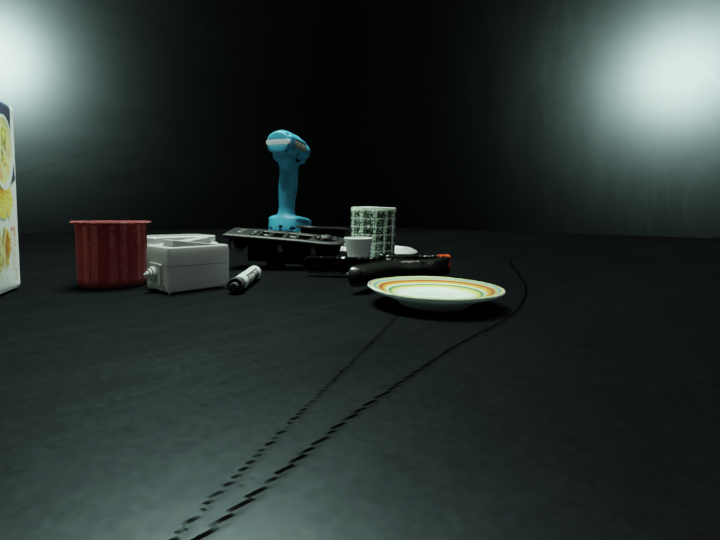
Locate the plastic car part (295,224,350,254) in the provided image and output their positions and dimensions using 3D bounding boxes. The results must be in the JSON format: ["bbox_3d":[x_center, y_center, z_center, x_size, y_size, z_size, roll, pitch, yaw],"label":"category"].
[{"bbox_3d":[-0.079,-0.051,0.804,0.069,0.070,0.112,4,8,33],"label":"plastic car part"}]

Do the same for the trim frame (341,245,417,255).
[{"bbox_3d":[0.003,-0.046,0.930,0.261,0.027,0.176,6,9,36],"label":"trim frame"}]

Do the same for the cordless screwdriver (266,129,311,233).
[{"bbox_3d":[-0.137,-0.148,0.858,0.076,0.247,0.156,2,5,14],"label":"cordless screwdriver"}]

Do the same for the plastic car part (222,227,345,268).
[{"bbox_3d":[-0.123,-0.037,0.706,0.205,0.067,0.066,1,6,5],"label":"plastic car part"}]
